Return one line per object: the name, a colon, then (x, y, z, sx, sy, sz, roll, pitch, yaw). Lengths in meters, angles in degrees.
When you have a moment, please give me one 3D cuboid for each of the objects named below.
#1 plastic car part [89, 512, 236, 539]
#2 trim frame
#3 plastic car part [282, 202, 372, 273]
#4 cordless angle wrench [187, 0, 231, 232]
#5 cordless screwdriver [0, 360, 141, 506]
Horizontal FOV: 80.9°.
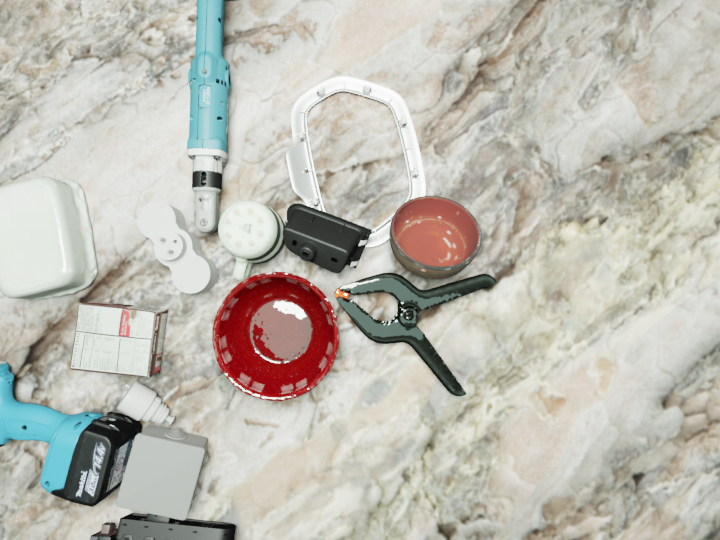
plastic car part: (-0.246, 0.346, 0.544, 0.204, 0.064, 0.068, 7, 61, 4)
trim frame: (-0.009, -0.155, 0.590, 0.185, 0.027, 0.249, -11, 87, 2)
plastic car part: (-0.054, -0.035, 0.549, 0.117, 0.071, 0.065, 21, 124, 1)
cordless angle wrench: (-0.205, -0.263, 0.577, 0.074, 0.098, 0.423, 1, 89, -4)
cordless screwdriver: (-0.428, 0.232, 0.552, 0.252, 0.073, 0.159, 18, 87, 7)
